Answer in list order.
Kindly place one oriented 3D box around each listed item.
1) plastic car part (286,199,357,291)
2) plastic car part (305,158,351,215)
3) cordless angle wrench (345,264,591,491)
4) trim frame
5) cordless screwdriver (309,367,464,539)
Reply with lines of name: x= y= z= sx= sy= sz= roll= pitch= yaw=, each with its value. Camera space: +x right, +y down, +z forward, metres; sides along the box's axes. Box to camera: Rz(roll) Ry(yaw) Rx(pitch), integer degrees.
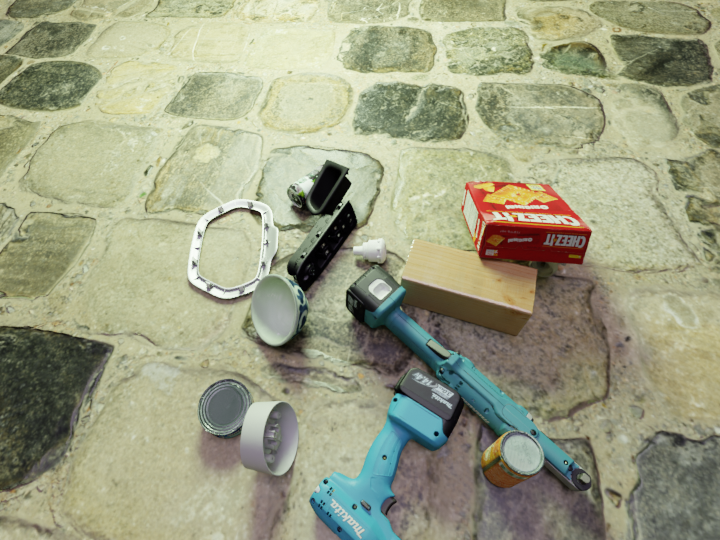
plastic car part: x=-0.081 y=-0.053 z=0.831 sx=0.070 sy=0.063 sz=0.203 roll=15 pitch=59 yaw=24
plastic car part: x=-0.061 y=-0.163 z=0.891 sx=0.070 sy=0.067 sz=0.116 roll=31 pitch=94 yaw=35
cordless angle wrench: x=0.150 y=0.160 z=0.656 sx=0.073 sy=0.095 sz=0.441 roll=-39 pitch=65 yaw=-21
trim frame: x=-0.260 y=-0.055 z=0.870 sx=0.185 sy=0.026 sz=0.256 roll=-4 pitch=54 yaw=2
cordless screwdriver: x=0.063 y=0.275 z=0.591 sx=0.166 sy=0.071 sz=0.247 roll=32 pitch=68 yaw=23
